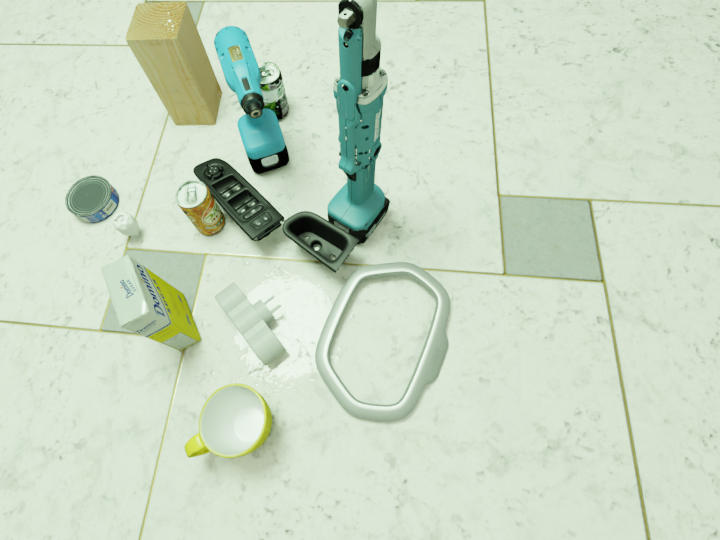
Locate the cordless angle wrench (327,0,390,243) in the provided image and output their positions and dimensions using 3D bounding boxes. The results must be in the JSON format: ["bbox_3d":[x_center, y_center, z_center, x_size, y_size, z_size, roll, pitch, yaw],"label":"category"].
[{"bbox_3d":[-0.002,-0.164,0.550,0.076,0.412,0.098,33,72,12],"label":"cordless angle wrench"}]

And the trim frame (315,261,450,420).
[{"bbox_3d":[0.038,0.099,0.642,0.189,0.027,0.250,20,70,13],"label":"trim frame"}]

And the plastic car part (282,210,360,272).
[{"bbox_3d":[-0.067,-0.044,0.690,0.120,0.069,0.066,33,73,16],"label":"plastic car part"}]

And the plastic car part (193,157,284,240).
[{"bbox_3d":[-0.214,-0.124,0.739,0.066,0.065,0.210,-40,70,-13],"label":"plastic car part"}]

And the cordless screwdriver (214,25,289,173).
[{"bbox_3d":[-0.170,-0.246,0.692,0.074,0.242,0.164,-18,69,-7],"label":"cordless screwdriver"}]
